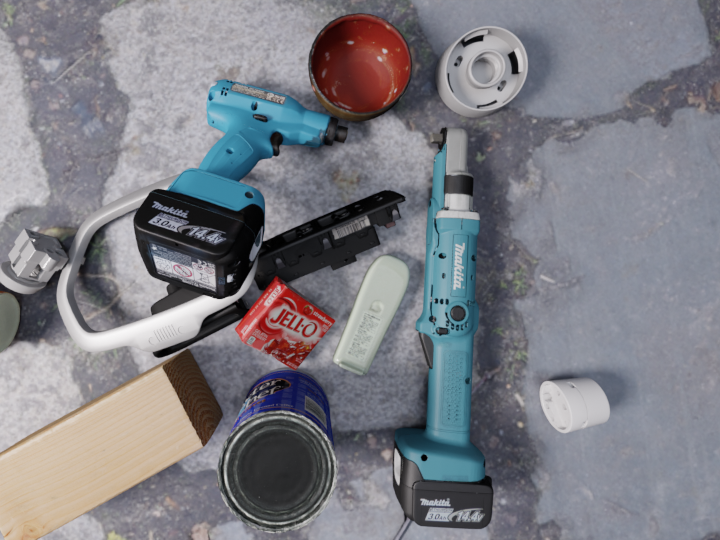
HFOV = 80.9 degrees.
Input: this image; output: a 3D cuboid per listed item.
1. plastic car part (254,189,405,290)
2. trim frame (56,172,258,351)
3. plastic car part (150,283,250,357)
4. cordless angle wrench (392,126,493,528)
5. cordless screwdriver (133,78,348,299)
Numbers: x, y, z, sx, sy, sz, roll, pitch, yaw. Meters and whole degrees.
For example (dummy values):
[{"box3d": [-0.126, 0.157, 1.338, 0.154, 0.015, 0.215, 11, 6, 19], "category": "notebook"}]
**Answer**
[{"box3d": [-0.047, -0.031, 0.478, 0.202, 0.069, 0.065, -19, 116, -3], "category": "plastic car part"}, {"box3d": [-0.222, -0.010, 0.457, 0.250, 0.026, 0.190, -21, 70, 6], "category": "trim frame"}, {"box3d": [-0.190, 0.042, 0.474, 0.117, 0.064, 0.073, -24, 76, 1], "category": "plastic car part"}, {"box3d": [0.098, 0.047, 0.473, 0.098, 0.074, 0.424, 4, 86, -4], "category": "cordless angle wrench"}, {"box3d": [-0.105, -0.093, 0.420, 0.159, 0.073, 0.254, 13, 53, -3], "category": "cordless screwdriver"}]
